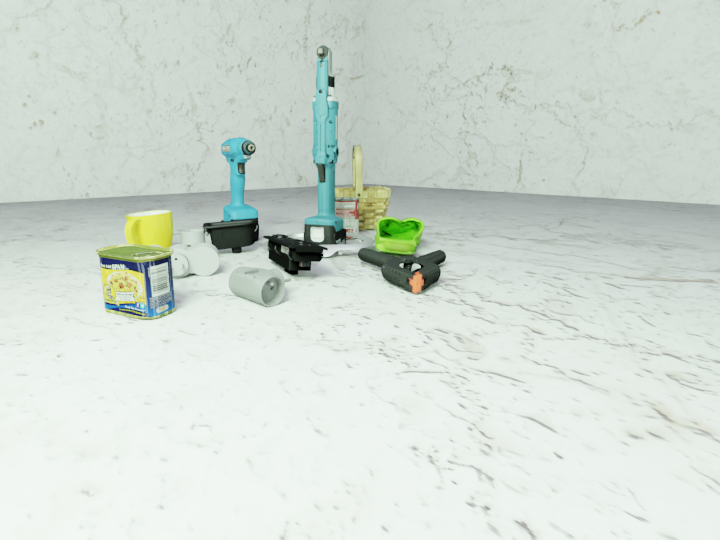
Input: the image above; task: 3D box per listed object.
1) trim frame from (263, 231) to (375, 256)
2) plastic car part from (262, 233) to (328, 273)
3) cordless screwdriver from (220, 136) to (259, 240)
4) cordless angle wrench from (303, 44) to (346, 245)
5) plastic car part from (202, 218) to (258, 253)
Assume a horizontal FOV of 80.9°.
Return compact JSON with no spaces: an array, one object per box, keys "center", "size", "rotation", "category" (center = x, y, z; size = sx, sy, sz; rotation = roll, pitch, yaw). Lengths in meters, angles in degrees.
[{"center":[-0.092,-0.060,0.942],"size":[0.250,0.027,0.186],"rotation":[0,15,1],"category":"trim frame"},{"center":[-0.126,-0.032,0.759],"size":[0.064,0.066,0.212],"rotation":[-6,15,-25],"category":"plastic car part"},{"center":[-0.282,-0.189,1.004],"size":[0.071,0.245,0.167],"rotation":[-6,14,-32],"category":"cordless screwdriver"},{"center":[-0.075,-0.251,0.903],"size":[0.077,0.417,0.096],"rotation":[5,12,18],"category":"cordless angle wrench"},{"center":[-0.275,-0.072,0.904],"size":[0.114,0.070,0.068],"rotation":[-3,14,-14],"category":"plastic car part"}]
